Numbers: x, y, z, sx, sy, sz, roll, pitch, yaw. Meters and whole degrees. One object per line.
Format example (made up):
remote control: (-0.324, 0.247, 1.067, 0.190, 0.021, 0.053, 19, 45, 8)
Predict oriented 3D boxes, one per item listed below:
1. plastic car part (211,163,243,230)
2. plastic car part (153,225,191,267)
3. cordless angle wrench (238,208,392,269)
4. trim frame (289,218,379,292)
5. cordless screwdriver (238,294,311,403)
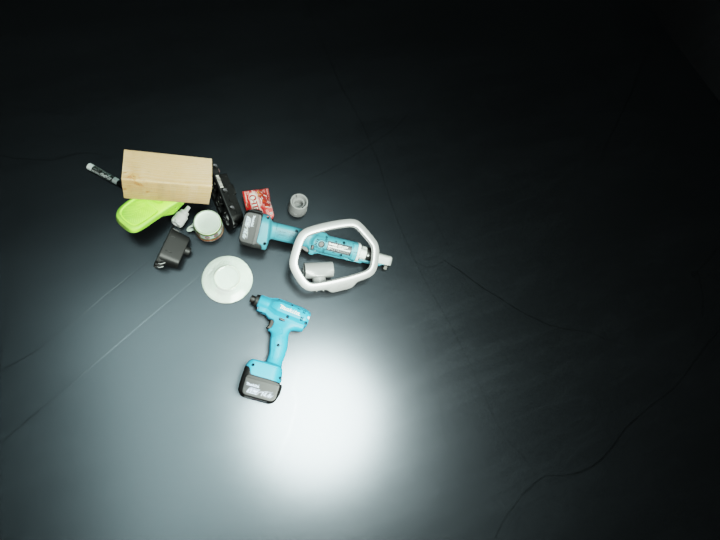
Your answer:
plastic car part: (-0.373, -0.201, 1.162, 0.064, 0.067, 0.208, -7, 67, -42)
plastic car part: (-0.476, -0.055, 1.089, 0.069, 0.067, 0.118, 27, 63, -19)
cordless angle wrench: (-0.112, -0.073, 1.146, 0.415, 0.076, 0.097, 13, 98, -10)
trim frame: (-0.066, -0.037, 1.108, 0.243, 0.028, 0.184, -14, 90, -17)
cordless screwdriver: (-0.233, 0.184, 1.030, 0.159, 0.074, 0.251, 20, 63, -3)
